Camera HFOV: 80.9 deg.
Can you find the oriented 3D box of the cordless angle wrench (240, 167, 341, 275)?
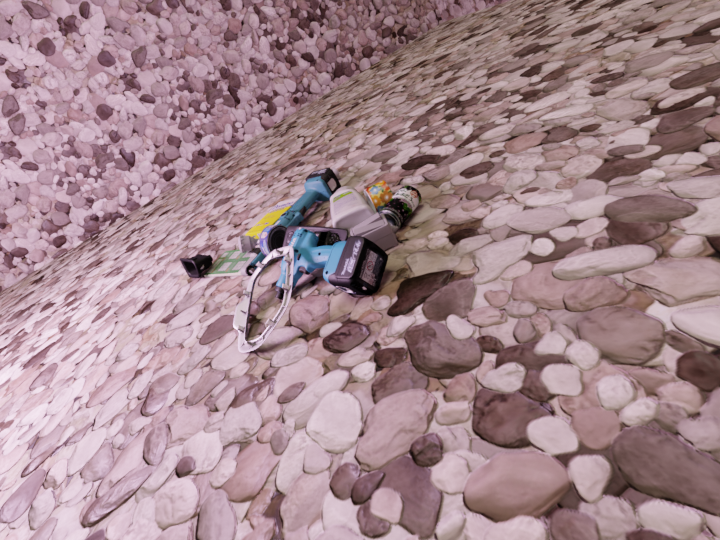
[{"bbox_3d":[-0.195,-0.134,1.163,0.102,0.071,0.422,-3,41,40],"label":"cordless angle wrench"}]

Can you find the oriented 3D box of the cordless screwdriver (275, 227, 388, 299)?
[{"bbox_3d":[-0.074,0.001,0.827,0.262,0.070,0.160,10,74,48],"label":"cordless screwdriver"}]

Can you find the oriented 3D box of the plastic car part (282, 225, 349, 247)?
[{"bbox_3d":[-0.094,-0.062,0.962,0.213,0.063,0.067,5,72,47],"label":"plastic car part"}]

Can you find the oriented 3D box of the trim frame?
[{"bbox_3d":[-0.195,0.049,0.849,0.187,0.026,0.257,-39,37,28],"label":"trim frame"}]

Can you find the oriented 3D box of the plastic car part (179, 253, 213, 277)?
[{"bbox_3d":[-0.465,-0.021,1.223,0.069,0.064,0.122,-37,23,-35],"label":"plastic car part"}]
